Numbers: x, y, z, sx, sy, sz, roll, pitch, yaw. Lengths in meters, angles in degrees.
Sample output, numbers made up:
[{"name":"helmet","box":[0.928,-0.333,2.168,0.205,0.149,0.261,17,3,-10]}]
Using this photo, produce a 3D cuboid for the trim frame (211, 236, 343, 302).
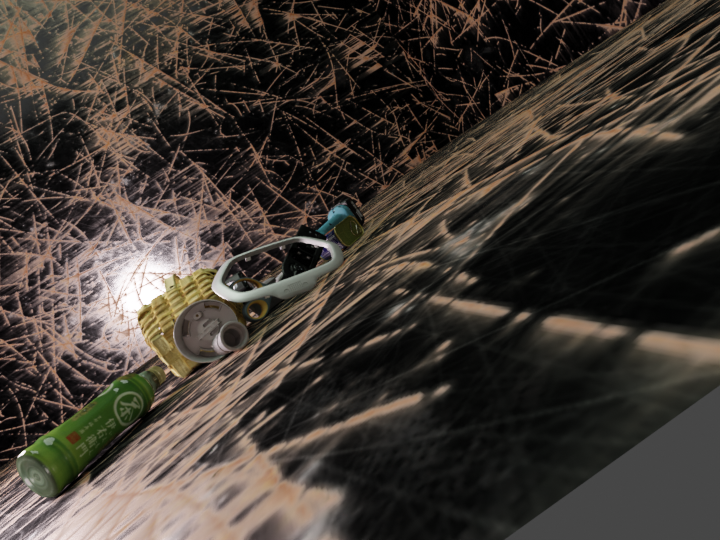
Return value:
[{"name":"trim frame","box":[-0.150,-0.006,0.777,0.242,0.027,0.194,-20,32,-22]}]

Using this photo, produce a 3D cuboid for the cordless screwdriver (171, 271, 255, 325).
[{"name":"cordless screwdriver","box":[-0.417,0.103,1.186,0.249,0.078,0.151,-36,-29,1]}]

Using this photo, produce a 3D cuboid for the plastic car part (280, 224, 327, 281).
[{"name":"plastic car part","box":[-0.127,-0.022,0.882,0.067,0.065,0.206,-52,14,26]}]

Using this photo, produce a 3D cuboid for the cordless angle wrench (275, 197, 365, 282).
[{"name":"cordless angle wrench","box":[-0.107,-0.070,1.096,0.076,0.096,0.419,-28,14,34]}]
